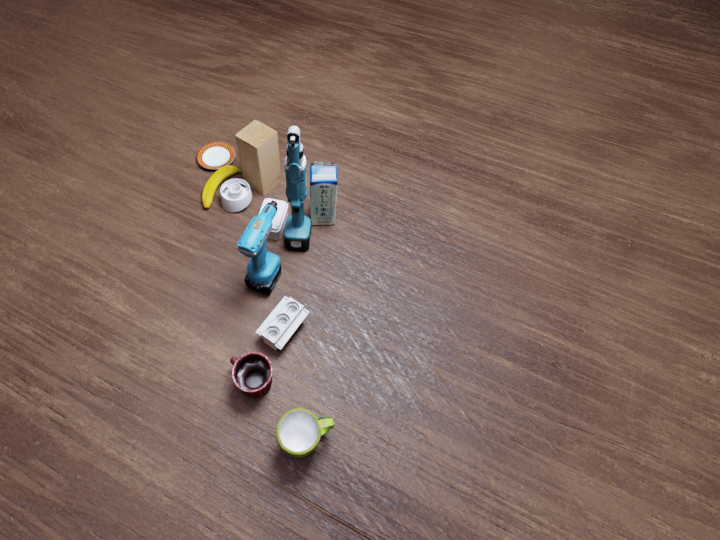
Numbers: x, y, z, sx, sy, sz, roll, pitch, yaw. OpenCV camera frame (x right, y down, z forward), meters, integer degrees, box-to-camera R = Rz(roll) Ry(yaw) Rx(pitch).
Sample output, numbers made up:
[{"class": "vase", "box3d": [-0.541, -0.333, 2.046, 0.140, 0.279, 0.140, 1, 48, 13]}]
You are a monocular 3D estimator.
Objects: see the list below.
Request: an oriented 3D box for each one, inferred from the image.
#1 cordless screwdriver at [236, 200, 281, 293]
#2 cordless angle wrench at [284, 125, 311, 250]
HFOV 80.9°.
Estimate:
[{"class": "cordless screwdriver", "box3d": [-0.249, -0.056, 1.093, 0.075, 0.243, 0.160, 19, 58, 5]}, {"class": "cordless angle wrench", "box3d": [-0.165, -0.201, 1.089, 0.074, 0.413, 0.100, 5, 58, -3]}]
